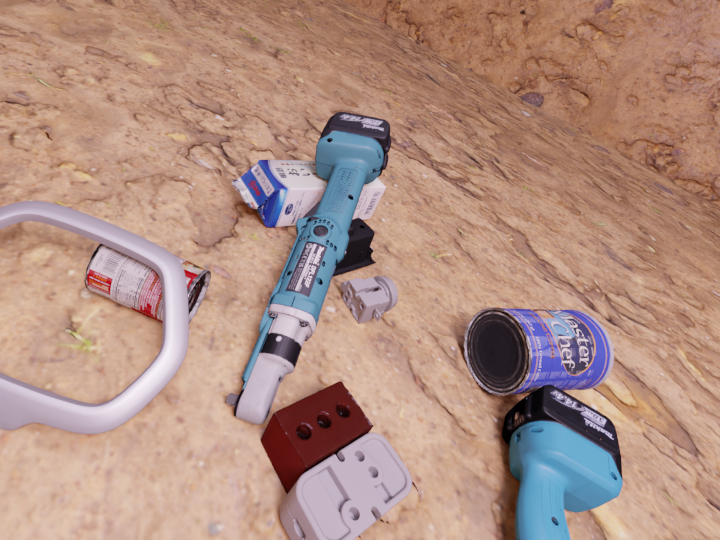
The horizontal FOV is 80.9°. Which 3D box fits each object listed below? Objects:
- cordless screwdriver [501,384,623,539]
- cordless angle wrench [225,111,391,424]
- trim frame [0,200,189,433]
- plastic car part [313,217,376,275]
[{"bbox_3d":[0.191,0.238,0.376,0.163,0.073,0.246,32,42,9],"label":"cordless screwdriver"},{"bbox_3d":[-0.049,-0.032,0.502,0.099,0.072,0.428,12,55,6],"label":"cordless angle wrench"},{"bbox_3d":[-0.267,0.033,0.361,0.248,0.027,0.186,21,61,-1],"label":"trim frame"},{"bbox_3d":[-0.024,-0.040,0.596,0.112,0.070,0.069,-17,54,-45],"label":"plastic car part"}]
